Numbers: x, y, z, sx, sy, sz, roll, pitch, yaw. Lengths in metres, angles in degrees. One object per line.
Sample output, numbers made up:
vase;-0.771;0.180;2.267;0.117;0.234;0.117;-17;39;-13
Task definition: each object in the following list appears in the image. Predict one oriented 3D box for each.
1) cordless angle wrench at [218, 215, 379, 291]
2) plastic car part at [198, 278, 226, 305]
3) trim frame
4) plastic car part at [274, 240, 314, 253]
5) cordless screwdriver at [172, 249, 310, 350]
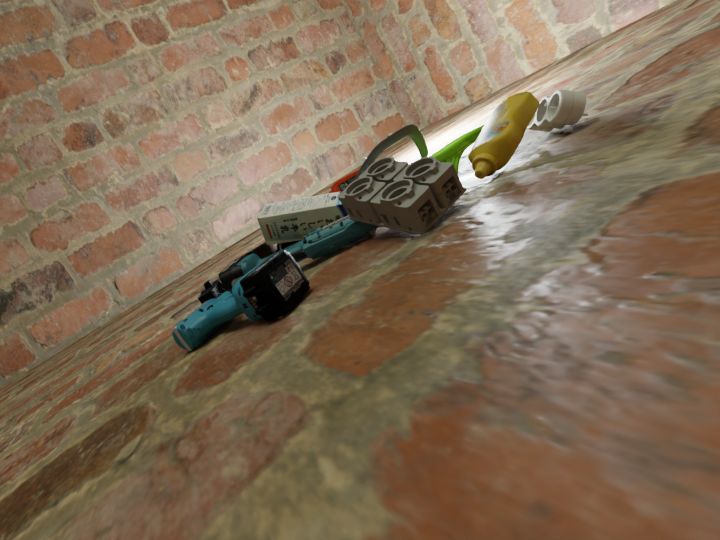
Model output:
cordless angle wrench;-0.080;-0.052;0.818;0.431;0.073;0.098;-23;16;18
plastic car part;-0.333;0.056;0.965;0.066;0.065;0.209;-25;16;-10
trim frame;0.063;-0.203;0.865;0.184;0.028;0.238;-48;-19;9
plastic car part;-0.173;-0.054;1.028;0.115;0.066;0.072;-47;5;-40
cordless screwdriver;-0.193;0.044;0.709;0.255;0.073;0.158;-25;14;33
